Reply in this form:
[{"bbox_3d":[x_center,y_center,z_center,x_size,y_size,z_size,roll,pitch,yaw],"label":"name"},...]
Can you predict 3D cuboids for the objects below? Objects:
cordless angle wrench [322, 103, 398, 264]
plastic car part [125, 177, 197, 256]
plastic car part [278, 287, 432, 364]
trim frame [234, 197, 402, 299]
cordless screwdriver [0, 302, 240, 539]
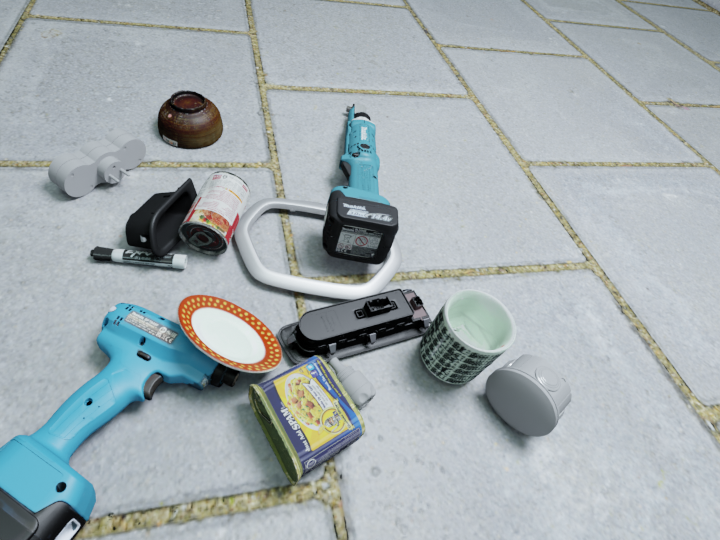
[{"bbox_3d":[-0.001,-0.184,0.709,0.097,0.073,0.435,9,42,-8],"label":"cordless angle wrench"},{"bbox_3d":[-0.277,-0.071,0.576,0.073,0.063,0.117,4,39,16],"label":"plastic car part"},{"bbox_3d":[0.000,0.064,0.526,0.198,0.066,0.069,-14,64,-18],"label":"plastic car part"},{"bbox_3d":[-0.061,-0.040,0.619,0.247,0.027,0.189,8,51,-3],"label":"trim frame"},{"bbox_3d":[-0.237,0.152,0.399,0.161,0.073,0.250,21,46,5],"label":"cordless screwdriver"}]
